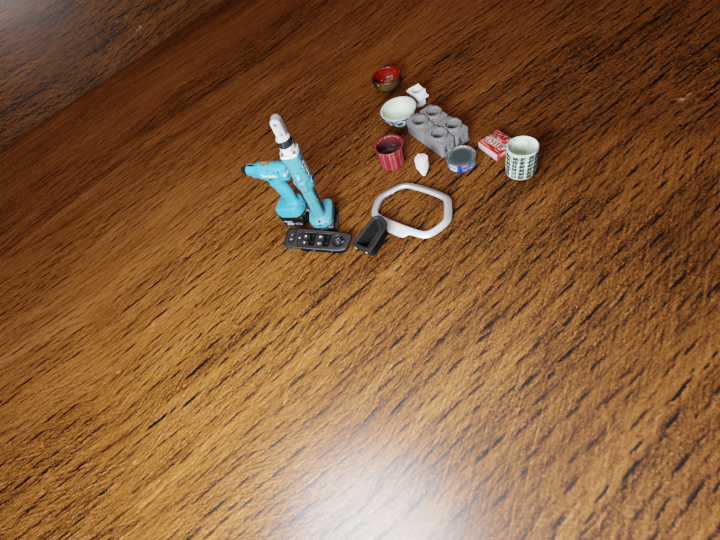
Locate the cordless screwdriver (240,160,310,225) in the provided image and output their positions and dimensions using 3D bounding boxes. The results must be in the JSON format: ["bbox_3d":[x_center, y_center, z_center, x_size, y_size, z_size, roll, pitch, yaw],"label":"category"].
[{"bbox_3d":[-0.253,-0.239,1.295,0.165,0.236,0.075,7,59,23],"label":"cordless screwdriver"}]

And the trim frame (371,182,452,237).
[{"bbox_3d":[0.148,-0.176,1.231,0.262,0.026,0.183,26,69,33],"label":"trim frame"}]

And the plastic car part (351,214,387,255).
[{"bbox_3d":[0.039,-0.089,1.186,0.069,0.067,0.116,25,68,32],"label":"plastic car part"}]

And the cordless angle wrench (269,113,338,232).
[{"bbox_3d":[-0.155,-0.250,1.159,0.076,0.402,0.100,-7,55,14],"label":"cordless angle wrench"}]

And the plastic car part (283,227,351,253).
[{"bbox_3d":[-0.122,-0.080,1.244,0.210,0.064,0.067,3,58,23],"label":"plastic car part"}]
